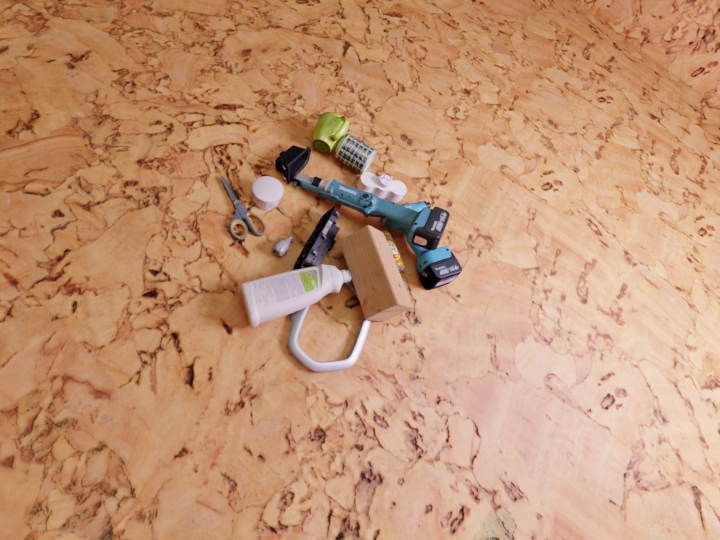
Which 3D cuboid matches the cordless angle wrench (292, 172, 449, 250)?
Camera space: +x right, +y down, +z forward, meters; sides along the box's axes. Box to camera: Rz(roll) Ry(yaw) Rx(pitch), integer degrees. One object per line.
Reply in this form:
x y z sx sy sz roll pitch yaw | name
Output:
0.012 -0.176 1.108 0.435 0.072 0.098 23 63 15 | cordless angle wrench

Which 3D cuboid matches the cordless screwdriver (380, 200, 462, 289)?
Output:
0.179 -0.081 1.138 0.155 0.073 0.258 -21 65 -24 | cordless screwdriver

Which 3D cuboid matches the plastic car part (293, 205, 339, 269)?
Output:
-0.104 -0.068 1.063 0.065 0.069 0.203 46 53 -22 | plastic car part

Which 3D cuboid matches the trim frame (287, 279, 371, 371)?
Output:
-0.070 0.117 0.983 0.183 0.027 0.251 23 59 -3 | trim frame

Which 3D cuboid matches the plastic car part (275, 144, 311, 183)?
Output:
-0.196 -0.307 1.174 0.073 0.064 0.116 23 54 12 | plastic car part
